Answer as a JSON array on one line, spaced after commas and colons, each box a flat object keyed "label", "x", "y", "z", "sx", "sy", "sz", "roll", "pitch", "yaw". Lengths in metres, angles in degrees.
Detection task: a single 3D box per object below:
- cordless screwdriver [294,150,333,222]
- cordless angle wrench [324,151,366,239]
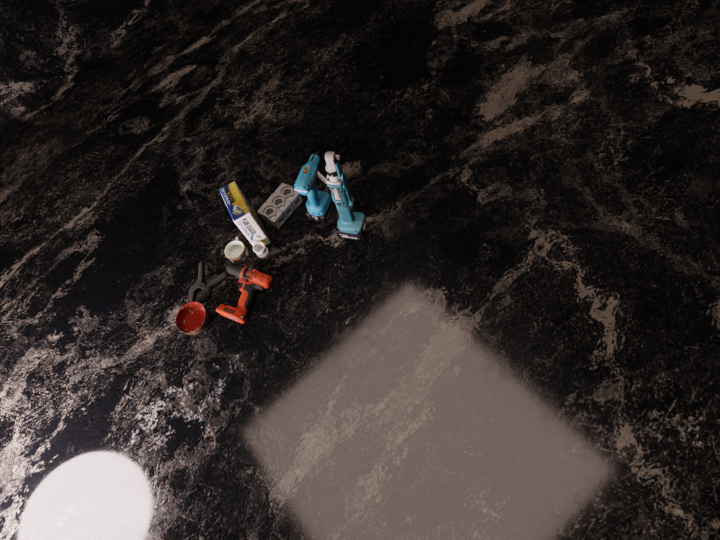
[{"label": "cordless screwdriver", "x": -0.152, "y": -0.282, "z": 1.457, "sx": 0.077, "sy": 0.239, "sz": 0.160, "roll": 14, "pitch": 68, "yaw": 15}, {"label": "cordless angle wrench", "x": -0.056, "y": -0.227, "z": 1.311, "sx": 0.101, "sy": 0.406, "sz": 0.075, "roll": 11, "pitch": 67, "yaw": 14}]
